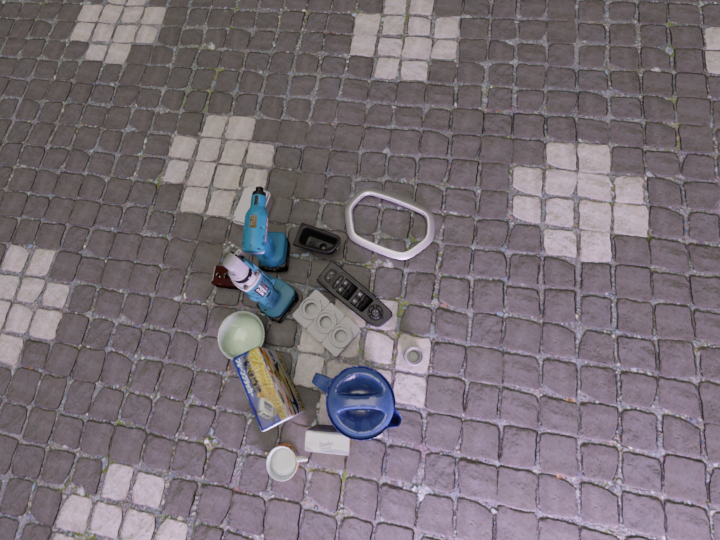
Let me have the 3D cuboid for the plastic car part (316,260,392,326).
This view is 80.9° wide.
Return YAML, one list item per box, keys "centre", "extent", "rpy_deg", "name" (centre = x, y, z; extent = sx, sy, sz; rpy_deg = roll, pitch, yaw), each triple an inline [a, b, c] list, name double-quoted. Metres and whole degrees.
- centre: [-0.014, 0.067, 1.062]
  extent: [0.209, 0.065, 0.066]
  rpy_deg: [38, 80, 16]
  name: "plastic car part"

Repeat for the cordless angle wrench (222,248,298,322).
- centre: [-0.217, 0.035, 0.915]
  extent: [0.076, 0.413, 0.098]
  rpy_deg: [35, 79, 10]
  name: "cordless angle wrench"

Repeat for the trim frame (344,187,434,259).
- centre: [0.075, -0.130, 1.133]
  extent: [0.255, 0.027, 0.185]
  rpy_deg: [21, 76, 13]
  name: "trim frame"

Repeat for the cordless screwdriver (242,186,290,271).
- centre: [-0.231, -0.090, 1.045]
  extent: [0.075, 0.243, 0.162]
  rpy_deg: [1, 75, 2]
  name: "cordless screwdriver"

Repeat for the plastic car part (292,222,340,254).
- centre: [-0.109, -0.071, 1.115]
  extent: [0.119, 0.069, 0.066]
  rpy_deg: [19, 76, 11]
  name: "plastic car part"
